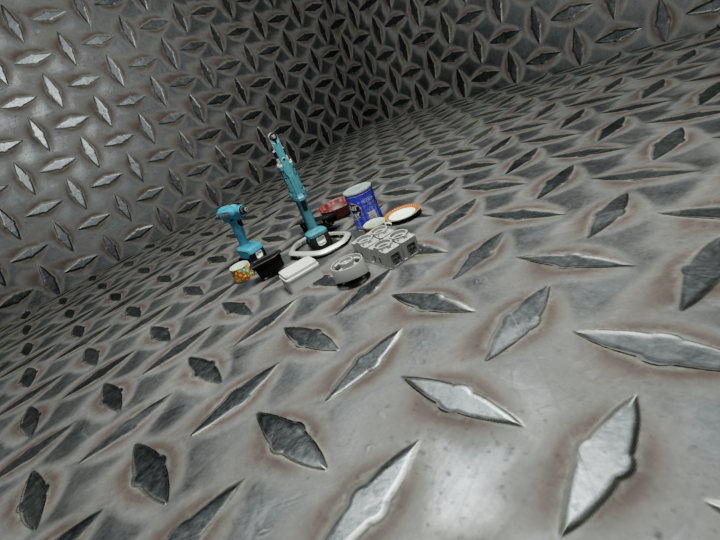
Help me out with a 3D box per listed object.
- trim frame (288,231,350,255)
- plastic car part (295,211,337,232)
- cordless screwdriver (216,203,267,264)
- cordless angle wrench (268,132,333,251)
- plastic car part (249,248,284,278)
[{"bbox_3d":[-0.145,-0.095,1.482,0.260,0.027,0.181,-2,32,41],"label":"trim frame"},{"bbox_3d":[-0.167,-0.181,1.635,0.213,0.065,0.065,1,32,44],"label":"plastic car part"},{"bbox_3d":[-0.417,-0.127,1.538,0.167,0.241,0.073,-2,28,43],"label":"cordless screwdriver"},{"bbox_3d":[-0.208,-0.256,1.400,0.073,0.410,0.102,-27,20,-11],"label":"cordless angle wrench"},{"bbox_3d":[-0.305,-0.014,1.411,0.116,0.069,0.068,-24,21,0],"label":"plastic car part"}]
